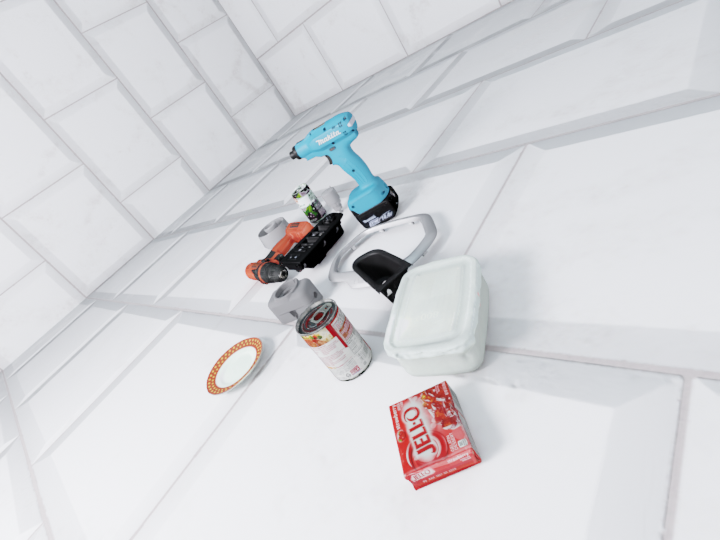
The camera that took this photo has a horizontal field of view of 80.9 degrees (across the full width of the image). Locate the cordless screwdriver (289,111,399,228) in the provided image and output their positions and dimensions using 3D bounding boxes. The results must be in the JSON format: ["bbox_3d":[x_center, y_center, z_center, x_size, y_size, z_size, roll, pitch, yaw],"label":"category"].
[{"bbox_3d":[-0.032,-0.203,0.917,0.163,0.239,0.075,-22,26,27],"label":"cordless screwdriver"}]

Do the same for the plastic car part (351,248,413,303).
[{"bbox_3d":[0.041,0.015,0.676,0.066,0.068,0.122,-39,26,-8],"label":"plastic car part"}]

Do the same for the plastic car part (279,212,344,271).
[{"bbox_3d":[-0.094,-0.061,0.957,0.069,0.064,0.202,-9,38,44],"label":"plastic car part"}]

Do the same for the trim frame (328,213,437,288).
[{"bbox_3d":[0.037,-0.038,0.811,0.259,0.026,0.184,-9,37,42],"label":"trim frame"}]
